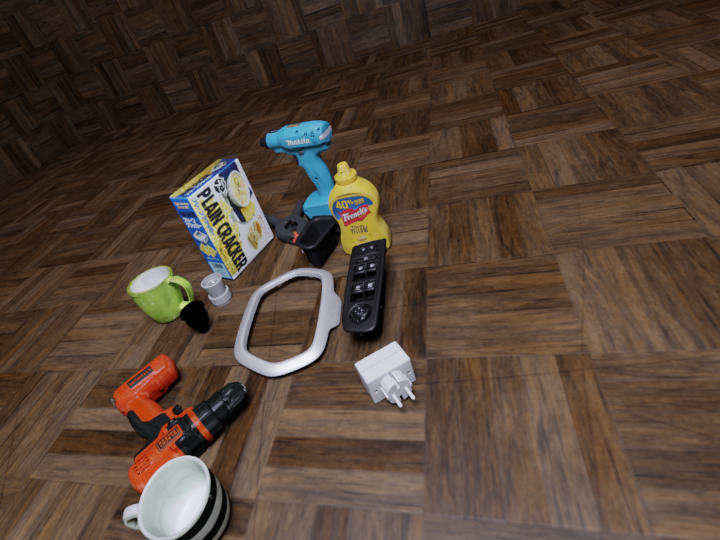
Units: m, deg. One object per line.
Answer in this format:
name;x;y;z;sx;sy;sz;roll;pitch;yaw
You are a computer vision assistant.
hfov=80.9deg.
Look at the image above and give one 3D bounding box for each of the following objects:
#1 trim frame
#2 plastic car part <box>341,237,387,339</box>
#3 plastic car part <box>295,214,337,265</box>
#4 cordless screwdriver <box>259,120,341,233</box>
trim frame;-0.125;0.080;0.740;0.188;0.026;0.255;-12;37;13
plastic car part;0.011;0.034;0.697;0.068;0.064;0.207;-9;38;16
plastic car part;-0.084;-0.055;0.857;0.069;0.068;0.117;1;41;27
cordless screwdriver;-0.110;-0.193;0.903;0.166;0.238;0.074;2;39;28
